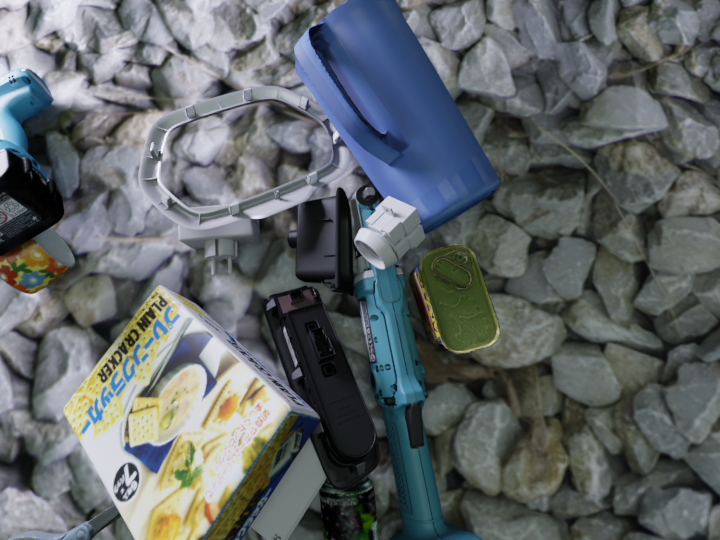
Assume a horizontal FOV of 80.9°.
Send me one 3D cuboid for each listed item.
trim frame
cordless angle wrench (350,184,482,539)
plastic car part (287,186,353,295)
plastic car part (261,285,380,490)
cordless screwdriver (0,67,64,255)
[{"bbox_3d":[-0.128,-0.138,0.485,0.243,0.027,0.190,-25,71,-22],"label":"trim frame"},{"bbox_3d":[0.038,0.111,0.432,0.073,0.098,0.432,-5,73,-17],"label":"cordless angle wrench"},{"bbox_3d":[-0.047,-0.031,0.479,0.072,0.063,0.118,-7,75,13],"label":"plastic car part"},{"bbox_3d":[-0.034,0.099,0.416,0.064,0.067,0.211,-10,62,-27],"label":"plastic car part"},{"bbox_3d":[-0.424,-0.124,0.470,0.158,0.071,0.261,-30,56,-5],"label":"cordless screwdriver"}]
